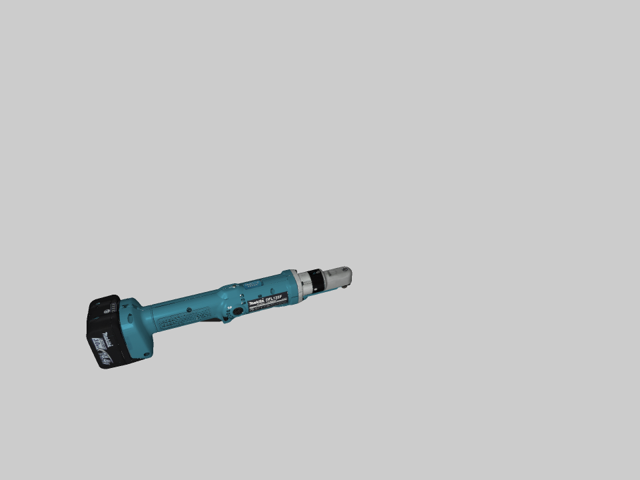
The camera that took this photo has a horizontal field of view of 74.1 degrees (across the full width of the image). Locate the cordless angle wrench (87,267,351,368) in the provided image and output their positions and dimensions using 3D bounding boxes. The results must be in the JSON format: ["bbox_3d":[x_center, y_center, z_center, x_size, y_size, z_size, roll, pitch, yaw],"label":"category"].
[{"bbox_3d":[-0.142,0.102,0.696,0.422,0.098,0.074,-12,37,-17],"label":"cordless angle wrench"}]
